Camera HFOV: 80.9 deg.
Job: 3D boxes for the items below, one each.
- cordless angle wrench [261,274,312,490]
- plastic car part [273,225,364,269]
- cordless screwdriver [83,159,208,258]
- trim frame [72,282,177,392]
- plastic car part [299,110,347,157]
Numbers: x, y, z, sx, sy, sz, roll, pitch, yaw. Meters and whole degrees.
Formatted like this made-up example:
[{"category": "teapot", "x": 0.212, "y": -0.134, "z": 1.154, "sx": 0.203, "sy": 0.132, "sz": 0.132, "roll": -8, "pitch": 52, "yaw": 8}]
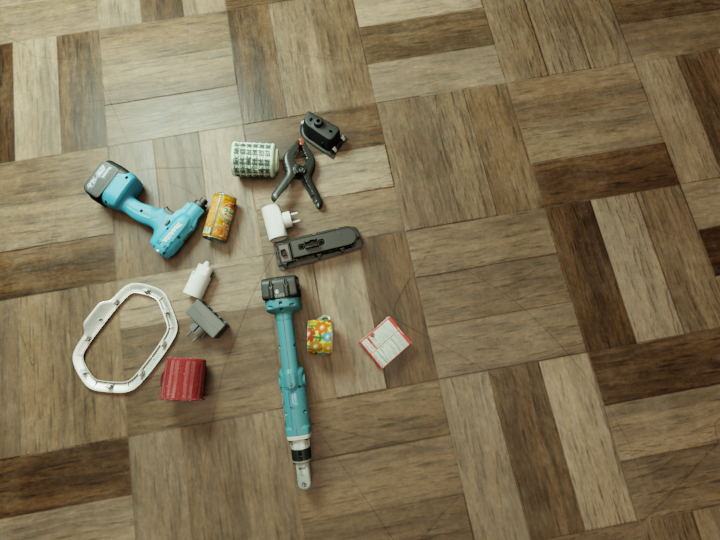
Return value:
[{"category": "cordless angle wrench", "x": -0.140, "y": 0.224, "z": 0.870, "sx": 0.074, "sy": 0.097, "sz": 0.428, "roll": -8, "pitch": 81, "yaw": -1}, {"category": "plastic car part", "x": -0.093, "y": -0.061, "z": 0.946, "sx": 0.201, "sy": 0.066, "sz": 0.068, "roll": -13, "pitch": 73, "yaw": -6}, {"category": "cordless screwdriver", "x": -0.481, "y": -0.159, "z": 0.962, "sx": 0.250, "sy": 0.074, "sz": 0.159, "roll": 36, "pitch": 80, "yaw": 3}, {"category": "trim frame", "x": -0.512, "y": 0.146, "z": 0.918, "sx": 0.187, "sy": 0.027, "sz": 0.248, "roll": 34, "pitch": 82, "yaw": 8}, {"category": "plastic car part", "x": -0.094, "y": -0.332, "z": 0.998, "sx": 0.117, "sy": 0.070, "sz": 0.066, "roll": 34, "pitch": 78, "yaw": 2}]
